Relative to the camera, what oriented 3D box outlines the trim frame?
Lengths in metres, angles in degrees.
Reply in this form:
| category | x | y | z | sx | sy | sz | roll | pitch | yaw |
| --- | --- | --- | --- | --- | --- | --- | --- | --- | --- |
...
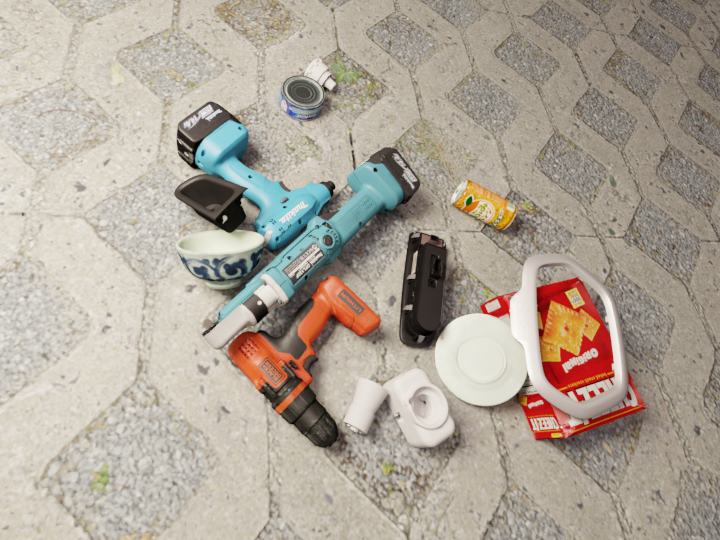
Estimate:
| category | x | y | z | sx | sy | sz | roll | pitch | yaw |
| --- | --- | --- | --- | --- | --- | --- | --- | --- | --- |
| trim frame | 0.309 | 0.087 | 0.626 | 0.181 | 0.027 | 0.253 | 13 | 65 | -10 |

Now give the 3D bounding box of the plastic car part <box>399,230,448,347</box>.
| category | x | y | z | sx | sy | sz | roll | pitch | yaw |
| --- | --- | --- | --- | --- | --- | --- | --- | --- | --- |
| plastic car part | 0.107 | 0.023 | 0.670 | 0.065 | 0.068 | 0.206 | 21 | 63 | -15 |

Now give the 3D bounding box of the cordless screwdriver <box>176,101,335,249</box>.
| category | x | y | z | sx | sy | sz | roll | pitch | yaw |
| --- | --- | --- | --- | --- | --- | --- | --- | --- | --- |
| cordless screwdriver | -0.167 | -0.165 | 0.684 | 0.251 | 0.074 | 0.157 | 44 | 61 | 4 |

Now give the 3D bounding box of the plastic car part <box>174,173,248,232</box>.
| category | x | y | z | sx | sy | sz | roll | pitch | yaw |
| --- | --- | --- | --- | --- | --- | --- | --- | --- | --- |
| plastic car part | -0.213 | -0.094 | 0.625 | 0.123 | 0.067 | 0.065 | 23 | 62 | 35 |

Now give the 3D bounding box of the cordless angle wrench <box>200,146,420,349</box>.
| category | x | y | z | sx | sy | sz | roll | pitch | yaw |
| --- | --- | --- | --- | --- | --- | --- | --- | --- | --- |
| cordless angle wrench | -0.061 | -0.040 | 0.622 | 0.096 | 0.076 | 0.418 | 50 | 58 | -10 |
